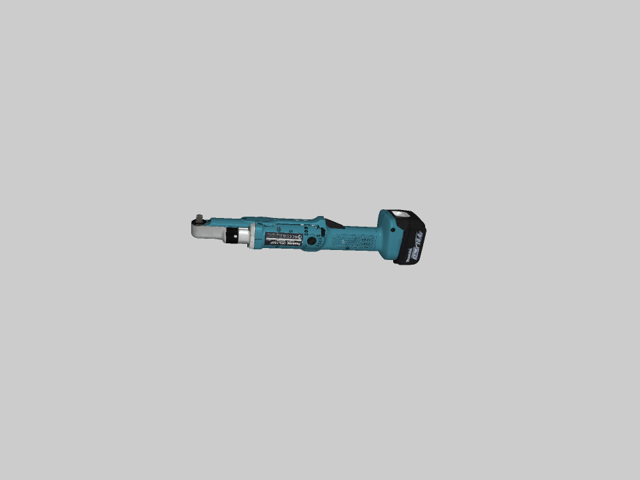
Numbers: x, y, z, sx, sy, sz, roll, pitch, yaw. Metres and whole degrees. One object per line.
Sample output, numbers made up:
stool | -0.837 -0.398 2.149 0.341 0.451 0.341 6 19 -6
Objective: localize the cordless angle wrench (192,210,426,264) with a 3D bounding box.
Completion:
cordless angle wrench | -0.019 -0.011 0.783 0.423 0.098 0.074 2 24 -13
